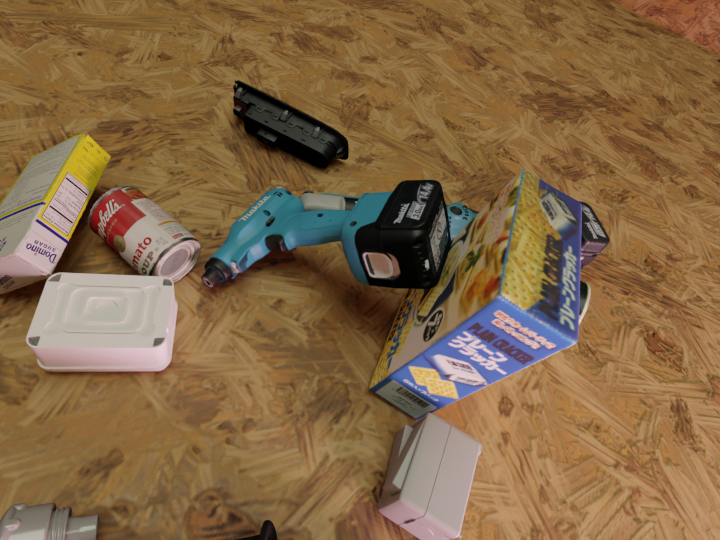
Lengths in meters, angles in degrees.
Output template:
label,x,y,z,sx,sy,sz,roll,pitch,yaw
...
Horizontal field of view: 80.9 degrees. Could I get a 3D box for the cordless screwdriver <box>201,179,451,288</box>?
label,x,y,z,sx,sy,sz,roll,pitch,yaw
cordless screwdriver,-0.043,-0.028,0.444,0.261,0.071,0.158,6,43,32

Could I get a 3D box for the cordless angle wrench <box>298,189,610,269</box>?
label,x,y,z,sx,sy,sz,roll,pitch,yaw
cordless angle wrench,0.123,-0.067,0.588,0.417,0.073,0.101,5,52,-9

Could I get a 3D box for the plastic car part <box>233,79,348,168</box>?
label,x,y,z,sx,sy,sz,roll,pitch,yaw
plastic car part,-0.113,-0.214,0.645,0.205,0.065,0.067,24,59,4

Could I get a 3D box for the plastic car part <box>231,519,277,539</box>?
label,x,y,z,sx,sy,sz,roll,pitch,yaw
plastic car part,-0.094,0.232,0.279,0.071,0.065,0.118,-9,14,-2
